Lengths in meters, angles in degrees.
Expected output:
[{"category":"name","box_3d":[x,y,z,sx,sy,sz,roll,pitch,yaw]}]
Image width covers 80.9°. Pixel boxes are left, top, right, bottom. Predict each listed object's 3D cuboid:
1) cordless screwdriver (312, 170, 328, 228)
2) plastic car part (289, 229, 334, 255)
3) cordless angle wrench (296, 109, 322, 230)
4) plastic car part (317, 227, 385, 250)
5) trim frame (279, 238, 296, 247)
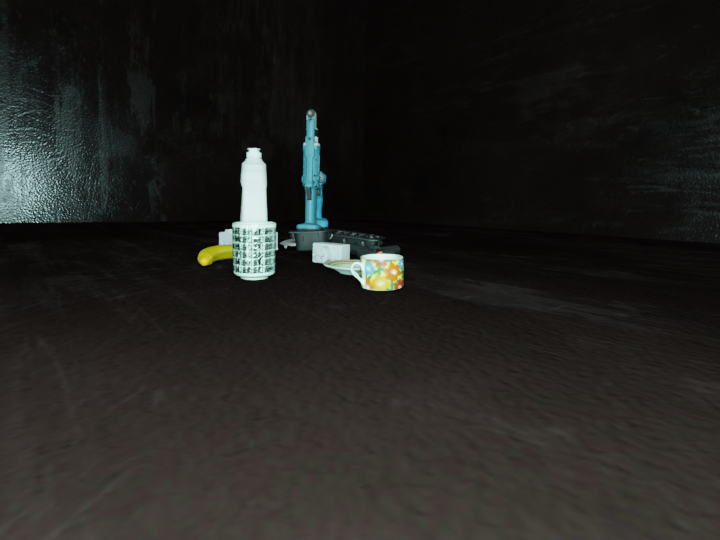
[{"category":"cordless screwdriver","box_3d":[-0.145,-0.214,1.445,0.074,0.247,0.162,1,7,-8]},{"category":"plastic car part","box_3d":[-0.130,-0.076,1.139,0.118,0.070,0.066,2,7,6]},{"category":"cordless angle wrench","box_3d":[-0.154,-0.281,1.313,0.076,0.420,0.097,3,6,8]},{"category":"plastic car part","box_3d":[-0.032,-0.083,1.208,0.210,0.066,0.064,5,8,22]},{"category":"trim frame","box_3d":[-0.131,-0.085,1.335,0.247,0.027,0.187,0,9,-5]}]
